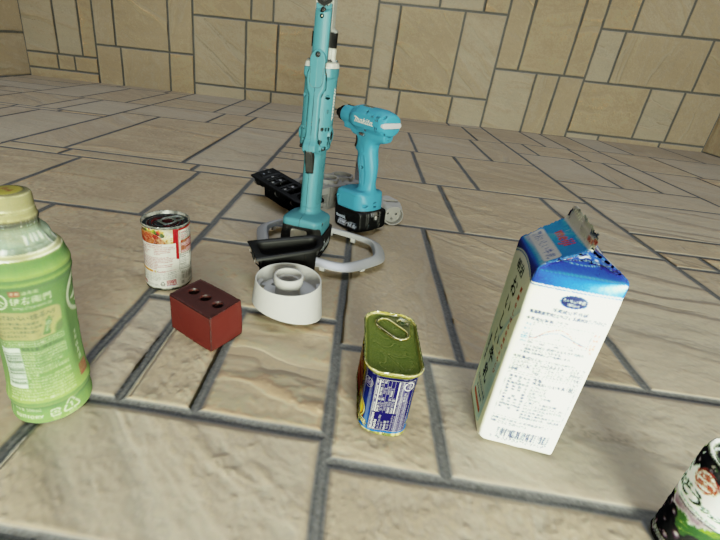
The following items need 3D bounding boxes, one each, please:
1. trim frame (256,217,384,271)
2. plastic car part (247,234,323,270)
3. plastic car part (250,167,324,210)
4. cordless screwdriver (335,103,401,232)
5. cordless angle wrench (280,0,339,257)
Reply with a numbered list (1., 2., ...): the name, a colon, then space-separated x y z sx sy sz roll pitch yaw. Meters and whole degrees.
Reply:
1. trim frame: -0.077 -0.050 0.783 0.256 0.027 0.183 14 29 14
2. plastic car part: -0.113 -0.012 0.657 0.113 0.069 0.069 -5 29 -22
3. plastic car part: -0.166 -0.170 0.952 0.064 0.066 0.215 -19 36 -41
4. cordless screwdriver: -0.006 -0.213 0.873 0.071 0.244 0.169 -13 33 -37
5. cordless angle wrench: -0.074 -0.225 0.698 0.076 0.414 0.098 13 26 9
